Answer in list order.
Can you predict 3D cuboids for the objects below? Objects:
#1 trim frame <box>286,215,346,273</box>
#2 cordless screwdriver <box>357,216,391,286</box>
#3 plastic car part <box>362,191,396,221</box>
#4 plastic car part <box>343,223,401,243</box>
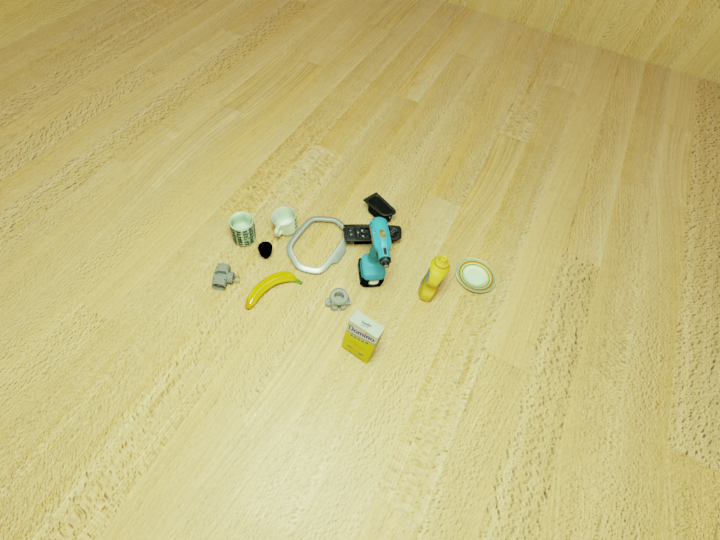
[{"bbox_3d":[-0.140,-0.092,1.435,0.190,0.027,0.248,26,58,14],"label":"trim frame"},{"bbox_3d":[0.048,-0.026,1.269,0.073,0.243,0.165,-2,57,-9],"label":"cordless screwdriver"},{"bbox_3d":[0.067,-0.211,1.502,0.065,0.069,0.122,-32,64,-24],"label":"plastic car part"},{"bbox_3d":[0.041,-0.117,1.438,0.201,0.065,0.069,-4,57,-6],"label":"plastic car part"}]
